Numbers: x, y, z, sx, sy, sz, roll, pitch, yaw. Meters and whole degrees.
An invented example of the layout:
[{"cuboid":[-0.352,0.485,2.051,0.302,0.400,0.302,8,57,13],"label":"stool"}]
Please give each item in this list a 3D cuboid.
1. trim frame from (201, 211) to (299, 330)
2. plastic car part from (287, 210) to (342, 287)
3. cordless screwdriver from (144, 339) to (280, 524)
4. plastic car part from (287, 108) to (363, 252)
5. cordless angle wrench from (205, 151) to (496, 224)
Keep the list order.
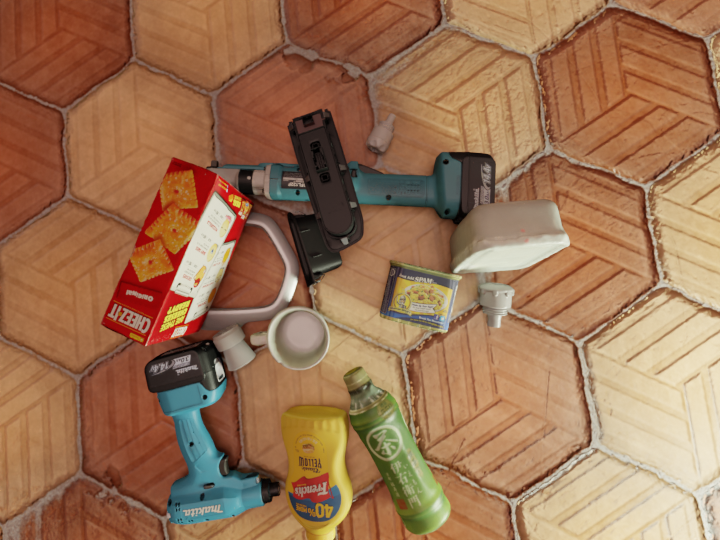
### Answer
[{"cuboid":[-0.218,0.000,0.652,0.249,0.027,0.185,-1,84,2],"label":"trim frame"},{"cuboid":[-0.062,-0.040,0.632,0.070,0.066,0.118,-13,82,-14],"label":"plastic car part"},{"cuboid":[-0.213,0.229,0.610,0.160,0.074,0.249,-11,89,2],"label":"cordless screwdriver"},{"cuboid":[-0.045,-0.127,0.574,0.066,0.067,0.204,-17,86,-2],"label":"plastic car part"},{"cuboid":[-0.029,-0.128,0.629,0.428,0.073,0.098,4,86,6],"label":"cordless angle wrench"}]
